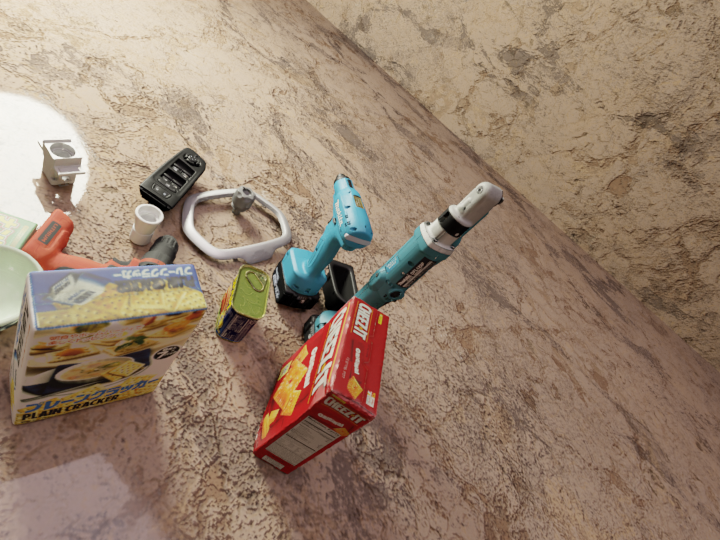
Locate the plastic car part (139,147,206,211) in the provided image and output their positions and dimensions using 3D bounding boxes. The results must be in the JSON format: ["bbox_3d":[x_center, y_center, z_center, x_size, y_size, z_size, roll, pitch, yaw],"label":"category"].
[{"bbox_3d":[-0.356,-0.171,0.814,0.064,0.067,0.207,30,37,-16],"label":"plastic car part"}]

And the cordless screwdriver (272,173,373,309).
[{"bbox_3d":[-0.075,-0.049,0.772,0.071,0.251,0.166,17,43,-32],"label":"cordless screwdriver"}]

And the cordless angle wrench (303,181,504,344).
[{"bbox_3d":[0.049,0.018,0.658,0.093,0.426,0.077,19,42,-30],"label":"cordless angle wrench"}]

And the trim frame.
[{"bbox_3d":[-0.247,-0.095,0.861,0.239,0.028,0.190,-19,64,-50],"label":"trim frame"}]

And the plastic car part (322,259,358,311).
[{"bbox_3d":[-0.048,0.044,0.848,0.063,0.071,0.121,18,41,-29],"label":"plastic car part"}]
